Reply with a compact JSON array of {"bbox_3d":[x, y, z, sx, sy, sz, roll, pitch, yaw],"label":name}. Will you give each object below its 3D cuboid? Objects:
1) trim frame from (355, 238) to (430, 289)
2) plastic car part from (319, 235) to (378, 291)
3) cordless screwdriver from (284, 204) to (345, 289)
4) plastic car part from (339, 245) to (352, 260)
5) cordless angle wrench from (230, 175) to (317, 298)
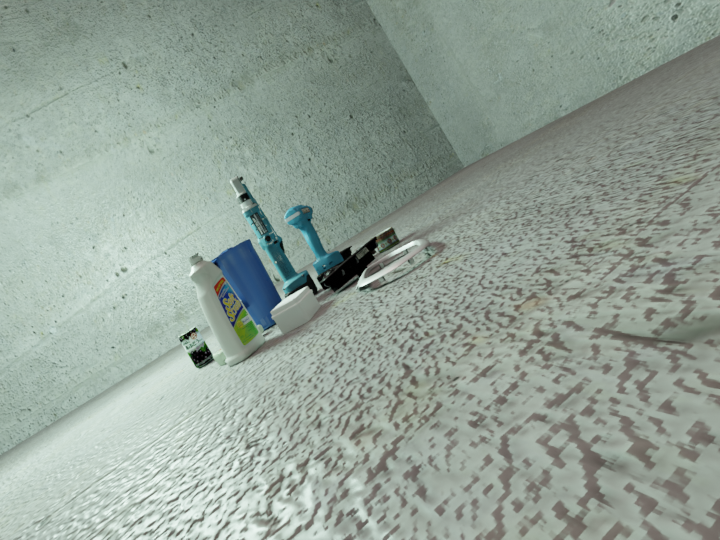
[{"bbox_3d":[0.065,-0.015,0.906,0.185,0.027,0.249,-30,7,7],"label":"trim frame"},{"bbox_3d":[-0.023,-0.009,1.073,0.199,0.067,0.068,-35,6,-33],"label":"plastic car part"},{"bbox_3d":[-0.118,-0.077,1.205,0.075,0.248,0.157,-30,3,17],"label":"cordless screwdriver"},{"bbox_3d":[-0.050,-0.026,1.292,0.067,0.070,0.116,-30,6,15],"label":"plastic car part"},{"bbox_3d":[-0.273,-0.094,1.265,0.097,0.422,0.075,-31,1,-6],"label":"cordless angle wrench"}]
